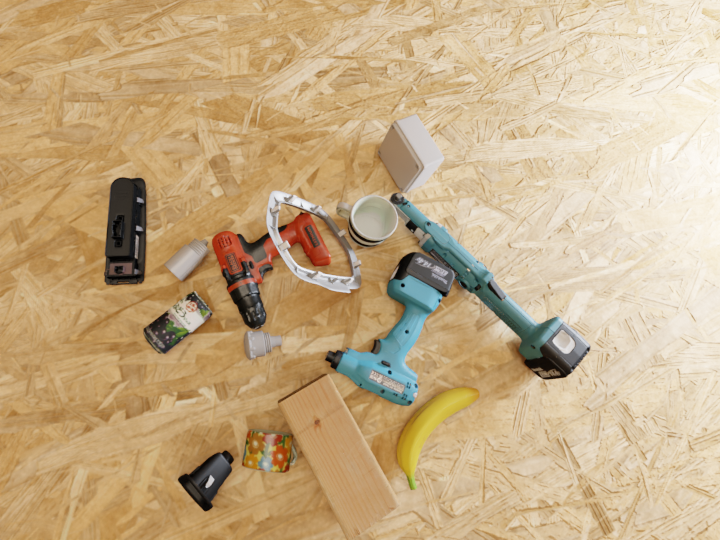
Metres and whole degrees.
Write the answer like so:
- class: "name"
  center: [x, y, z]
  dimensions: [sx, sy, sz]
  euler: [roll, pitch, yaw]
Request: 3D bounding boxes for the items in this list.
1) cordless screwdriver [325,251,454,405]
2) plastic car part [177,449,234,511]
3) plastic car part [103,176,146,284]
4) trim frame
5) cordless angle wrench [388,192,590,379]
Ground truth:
- class: "cordless screwdriver"
  center: [0.053, 0.086, 0.733]
  dimensions: [0.160, 0.074, 0.250]
  euler: [23, 75, 1]
- class: "plastic car part"
  center: [-0.219, 0.301, 0.622]
  dimensions: [0.067, 0.117, 0.070]
  euler: [43, 49, 4]
- class: "plastic car part"
  center: [-0.420, -0.080, 0.746]
  dimensions: [0.066, 0.066, 0.207]
  euler: [-5, 70, -3]
- class: "trim frame"
  center: [-0.068, -0.044, 0.695]
  dimensions: [0.028, 0.236, 0.190]
  euler: [-31, 67, 22]
- class: "cordless angle wrench"
  center: [0.206, 0.010, 0.770]
  dimensions: [0.074, 0.096, 0.434]
  euler: [-40, 76, -17]
